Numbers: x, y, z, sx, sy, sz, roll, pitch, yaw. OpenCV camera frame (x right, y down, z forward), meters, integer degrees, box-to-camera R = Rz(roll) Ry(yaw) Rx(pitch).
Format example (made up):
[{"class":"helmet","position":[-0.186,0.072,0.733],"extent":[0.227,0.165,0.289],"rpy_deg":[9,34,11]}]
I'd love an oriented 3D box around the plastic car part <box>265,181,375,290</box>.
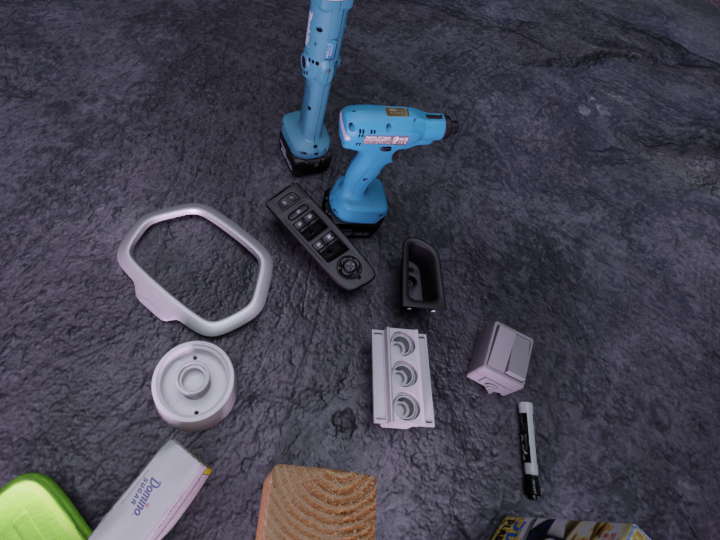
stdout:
[{"class":"plastic car part","position":[-0.065,-0.043,0.666],"extent":[0.065,0.066,0.209],"rpy_deg":[-36,72,-27]}]

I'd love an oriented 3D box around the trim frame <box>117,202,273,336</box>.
[{"class":"trim frame","position":[-0.247,-0.009,0.638],"extent":[0.254,0.027,0.183],"rpy_deg":[35,60,11]}]

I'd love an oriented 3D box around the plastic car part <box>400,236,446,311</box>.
[{"class":"plastic car part","position":[0.085,0.015,0.656],"extent":[0.065,0.070,0.119],"rpy_deg":[6,59,-9]}]

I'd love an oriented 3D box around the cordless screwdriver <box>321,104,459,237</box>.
[{"class":"cordless screwdriver","position":[0.030,-0.144,0.638],"extent":[0.156,0.246,0.077],"rpy_deg":[-1,62,-14]}]

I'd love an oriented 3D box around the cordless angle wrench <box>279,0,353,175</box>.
[{"class":"cordless angle wrench","position":[-0.060,-0.309,0.620],"extent":[0.072,0.418,0.101],"rpy_deg":[-16,67,-22]}]
